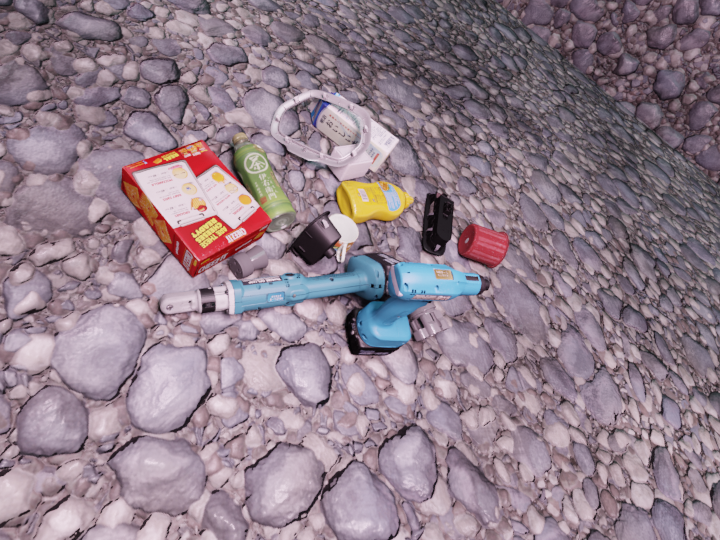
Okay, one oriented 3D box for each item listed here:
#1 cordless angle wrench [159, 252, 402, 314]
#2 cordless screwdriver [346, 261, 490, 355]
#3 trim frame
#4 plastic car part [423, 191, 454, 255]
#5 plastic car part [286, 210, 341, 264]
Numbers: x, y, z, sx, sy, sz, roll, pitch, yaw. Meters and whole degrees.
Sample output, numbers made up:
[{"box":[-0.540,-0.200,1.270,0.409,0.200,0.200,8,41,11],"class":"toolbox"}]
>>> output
[{"box":[-0.122,0.031,0.730,0.409,0.073,0.103,-7,20,-25],"class":"cordless angle wrench"},{"box":[0.082,0.066,0.698,0.154,0.249,0.077,5,59,-22],"class":"cordless screwdriver"},{"box":[-0.091,-0.328,0.965,0.257,0.027,0.184,30,77,17],"class":"trim frame"},{"box":[0.194,-0.120,1.017,0.064,0.068,0.206,30,51,-18],"class":"plastic car part"},{"box":[-0.077,-0.050,0.790,0.064,0.118,0.071,-37,89,-40],"class":"plastic car part"}]
